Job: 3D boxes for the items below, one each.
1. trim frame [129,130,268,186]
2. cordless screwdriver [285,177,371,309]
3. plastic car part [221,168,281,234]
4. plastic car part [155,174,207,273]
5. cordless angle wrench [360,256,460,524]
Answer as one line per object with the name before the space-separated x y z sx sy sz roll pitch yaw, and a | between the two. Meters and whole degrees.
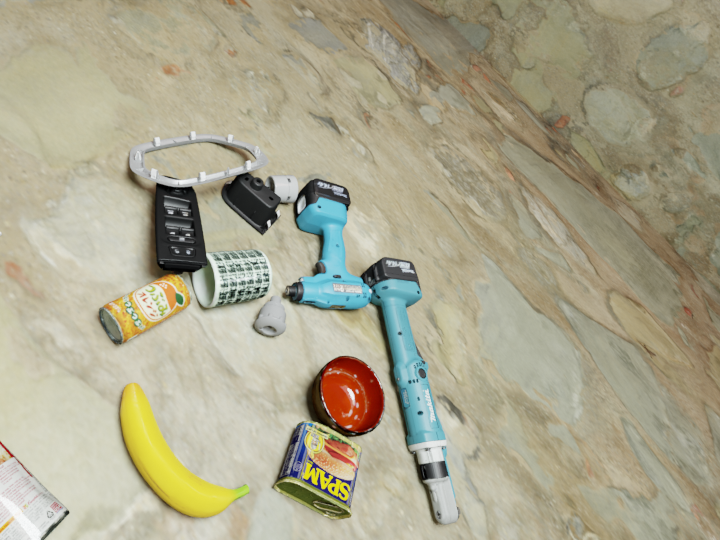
trim frame | -0.275 -0.198 0.733 0.193 0.027 0.241 33 38 24
cordless screwdriver | -0.076 -0.050 0.776 0.152 0.075 0.257 6 58 -33
plastic car part | -0.191 -0.134 0.759 0.115 0.072 0.066 42 43 -7
plastic car part | -0.275 -0.067 0.635 0.064 0.066 0.212 0 48 -27
cordless angle wrench | 0.088 0.180 0.718 0.093 0.075 0.437 9 55 -32
